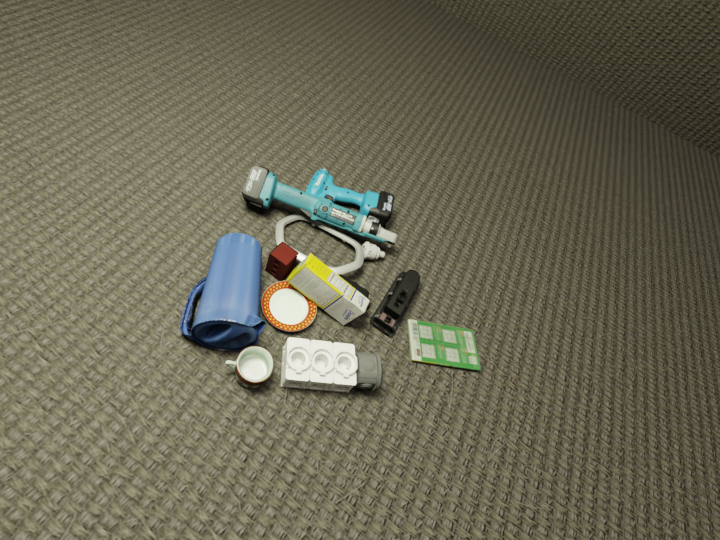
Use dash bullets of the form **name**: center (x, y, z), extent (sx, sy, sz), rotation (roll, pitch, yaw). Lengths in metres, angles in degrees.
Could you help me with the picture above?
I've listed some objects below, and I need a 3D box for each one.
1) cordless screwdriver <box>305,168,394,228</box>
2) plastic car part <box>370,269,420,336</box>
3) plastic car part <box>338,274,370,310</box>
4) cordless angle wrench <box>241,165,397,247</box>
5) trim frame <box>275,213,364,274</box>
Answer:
- **cordless screwdriver**: center (-0.037, -0.188, 1.195), extent (0.250, 0.073, 0.161), rotation (21, 52, 2)
- **plastic car part**: center (0.098, 0.066, 1.064), extent (0.068, 0.066, 0.202), rotation (28, 49, 9)
- **plastic car part**: center (-0.029, 0.051, 1.035), extent (0.116, 0.066, 0.071), rotation (27, 37, -3)
- **cordless angle wrench**: center (-0.099, -0.157, 1.113), extent (0.419, 0.075, 0.098), rotation (21, 87, -4)
- **trim frame**: center (-0.107, -0.070, 1.094), extent (0.254, 0.027, 0.183), rotation (25, 43, 10)
